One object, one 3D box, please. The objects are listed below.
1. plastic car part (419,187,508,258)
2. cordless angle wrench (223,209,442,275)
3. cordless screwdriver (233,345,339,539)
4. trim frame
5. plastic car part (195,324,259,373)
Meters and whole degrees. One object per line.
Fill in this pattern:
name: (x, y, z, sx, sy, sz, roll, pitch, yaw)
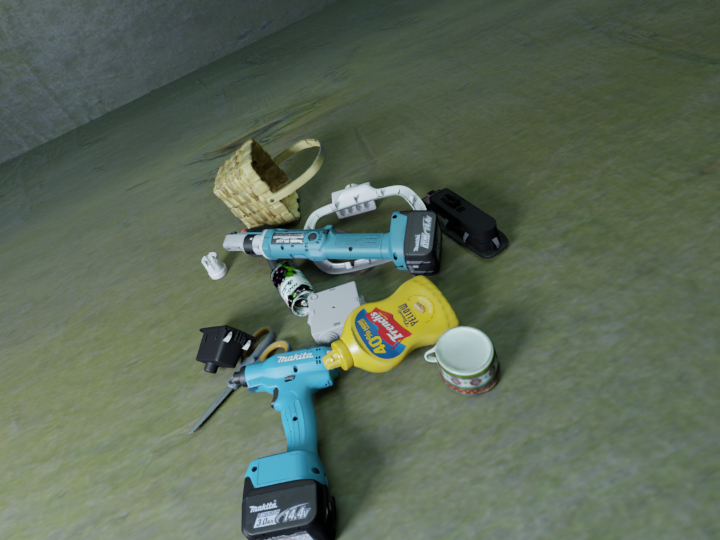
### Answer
plastic car part: (0.176, -0.096, 0.742, 0.065, 0.064, 0.214, -25, 43, -12)
cordless angle wrench: (-0.075, -0.049, 0.766, 0.439, 0.070, 0.099, 1, 62, 24)
cordless screwdriver: (-0.107, 0.213, 0.548, 0.161, 0.071, 0.257, -13, 39, 8)
trim frame: (0.001, -0.085, 0.808, 0.253, 0.026, 0.190, -16, 55, 14)
plastic car part: (-0.233, 0.133, 0.697, 0.121, 0.062, 0.072, -16, 51, 45)
